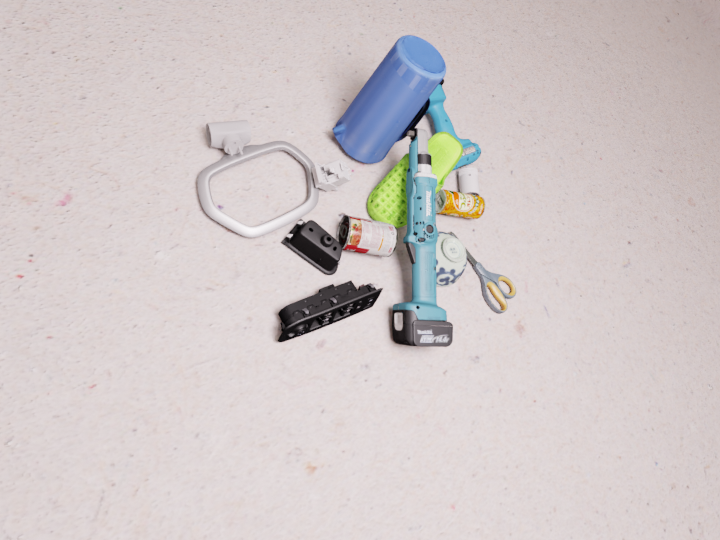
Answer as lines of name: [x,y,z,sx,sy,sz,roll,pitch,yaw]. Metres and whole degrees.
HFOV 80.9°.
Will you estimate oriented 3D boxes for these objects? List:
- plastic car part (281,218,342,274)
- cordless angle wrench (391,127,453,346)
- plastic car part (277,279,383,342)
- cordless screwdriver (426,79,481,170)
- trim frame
plastic car part: [-0.076,-0.050,0.779,0.116,0.071,0.066,37,62,-1]
cordless angle wrench: [0.116,-0.073,0.809,0.095,0.076,0.427,5,79,-20]
plastic car part: [-0.060,0.063,0.743,0.198,0.066,0.069,-24,72,-28]
cordless screwdriver: [0.169,-0.347,0.998,0.155,0.075,0.252,-24,83,-28]
trim frame: [-0.188,-0.163,0.809,0.243,0.028,0.186,-32,83,-27]
